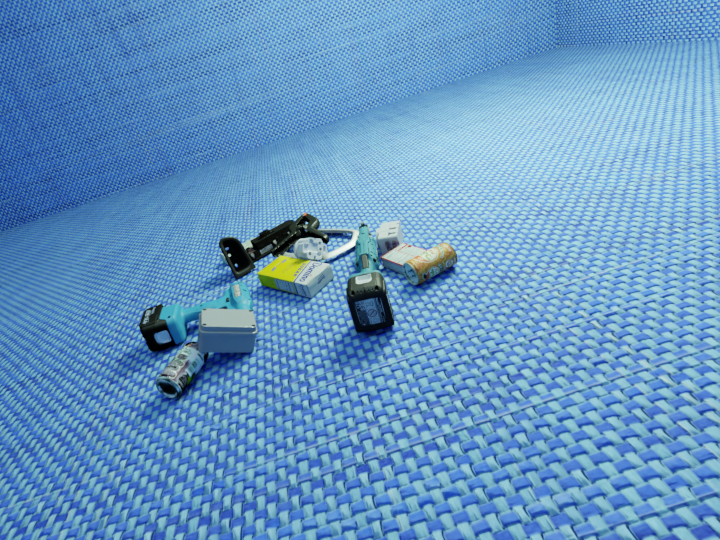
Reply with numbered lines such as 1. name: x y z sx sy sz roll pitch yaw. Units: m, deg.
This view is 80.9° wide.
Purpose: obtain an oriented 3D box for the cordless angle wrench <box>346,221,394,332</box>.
1. cordless angle wrench: 0.015 -0.016 0.954 0.075 0.095 0.432 -14 25 6

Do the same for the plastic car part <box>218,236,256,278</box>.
1. plastic car part: -0.357 -0.040 1.187 0.065 0.116 0.073 -32 6 -28

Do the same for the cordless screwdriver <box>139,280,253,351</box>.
1. cordless screwdriver: -0.366 0.110 0.961 0.246 0.072 0.167 -20 28 -11

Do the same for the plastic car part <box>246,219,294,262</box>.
1. plastic car part: -0.266 -0.097 1.276 0.199 0.065 0.070 -30 23 -25

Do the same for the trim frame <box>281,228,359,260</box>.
1. trim frame: -0.116 -0.076 1.184 0.260 0.026 0.182 1 35 34
